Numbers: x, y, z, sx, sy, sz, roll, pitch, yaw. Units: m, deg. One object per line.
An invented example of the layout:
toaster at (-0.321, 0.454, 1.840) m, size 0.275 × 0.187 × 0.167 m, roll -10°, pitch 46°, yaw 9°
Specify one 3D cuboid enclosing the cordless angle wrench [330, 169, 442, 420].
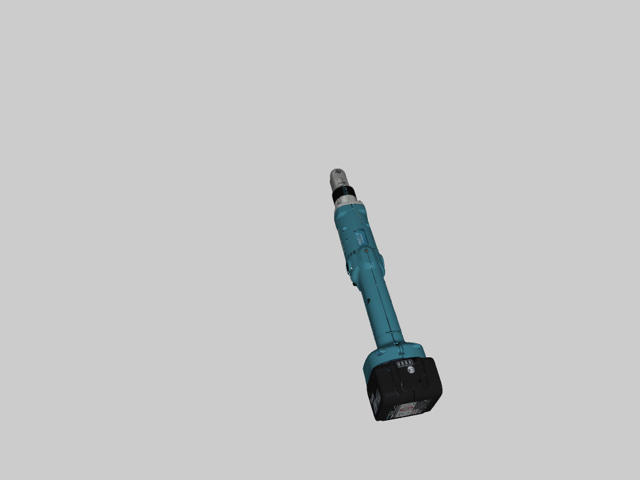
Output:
cordless angle wrench at (0.067, 0.040, 0.635) m, size 0.074 × 0.421 × 0.098 m, roll -8°, pitch -38°, yaw -7°
